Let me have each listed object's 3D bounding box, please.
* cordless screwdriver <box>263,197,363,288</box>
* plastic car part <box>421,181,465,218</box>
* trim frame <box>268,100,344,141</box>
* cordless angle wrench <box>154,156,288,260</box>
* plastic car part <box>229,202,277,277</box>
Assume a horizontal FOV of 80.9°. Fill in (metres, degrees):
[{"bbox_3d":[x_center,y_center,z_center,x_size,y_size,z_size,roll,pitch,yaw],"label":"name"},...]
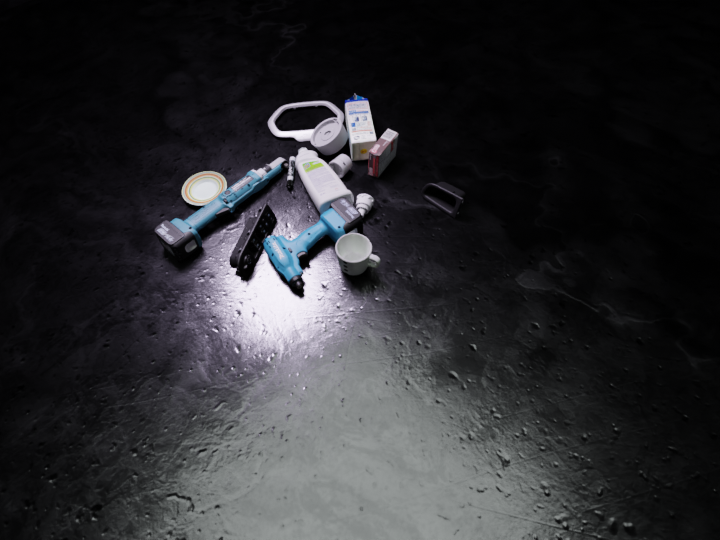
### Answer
[{"bbox_3d":[-0.103,-0.067,1.053,0.246,0.071,0.167,-31,59,-11],"label":"cordless screwdriver"},{"bbox_3d":[0.231,-0.203,1.128,0.069,0.064,0.122,-28,54,-33],"label":"plastic car part"},{"bbox_3d":[-0.177,-0.488,1.372,0.248,0.026,0.190,-5,55,-1],"label":"trim frame"},{"bbox_3d":[-0.361,-0.194,1.165,0.102,0.072,0.418,34,62,23],"label":"cordless angle wrench"},{"bbox_3d":[-0.281,-0.078,1.081,0.069,0.063,0.206,2,56,16],"label":"plastic car part"}]
